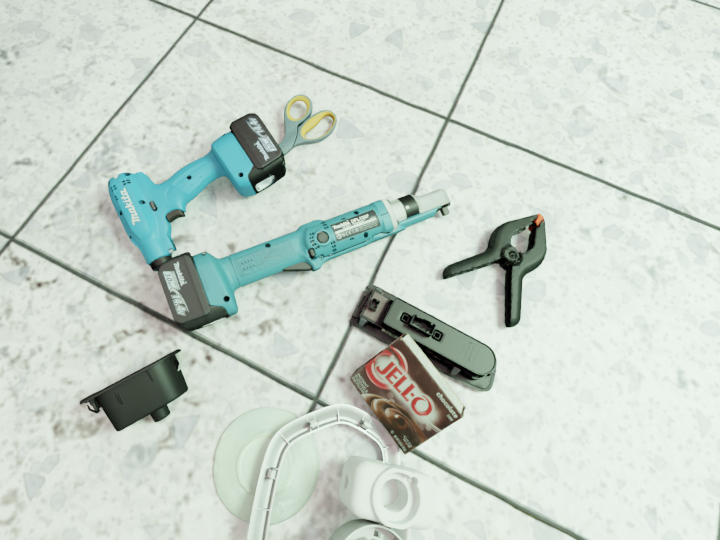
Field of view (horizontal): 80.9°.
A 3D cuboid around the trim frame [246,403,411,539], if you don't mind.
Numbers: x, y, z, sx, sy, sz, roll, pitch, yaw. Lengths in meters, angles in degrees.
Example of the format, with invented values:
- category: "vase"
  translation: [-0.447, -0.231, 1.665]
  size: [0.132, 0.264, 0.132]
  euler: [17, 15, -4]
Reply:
- category: "trim frame"
  translation: [-0.032, 0.284, 0.482]
  size: [0.181, 0.027, 0.252]
  euler: [13, 67, -9]

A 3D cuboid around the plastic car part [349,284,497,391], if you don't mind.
- category: "plastic car part"
  translation: [0.092, 0.084, 0.558]
  size: [0.206, 0.066, 0.066]
  euler: [29, 64, 6]

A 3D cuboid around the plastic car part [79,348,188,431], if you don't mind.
- category: "plastic car part"
  translation: [-0.267, 0.156, 0.524]
  size: [0.115, 0.067, 0.071]
  euler: [-25, 89, -15]

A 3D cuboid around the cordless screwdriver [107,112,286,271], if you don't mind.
- category: "cordless screwdriver"
  translation: [-0.223, -0.110, 0.614]
  size: [0.247, 0.074, 0.161]
  euler: [-28, 83, -6]

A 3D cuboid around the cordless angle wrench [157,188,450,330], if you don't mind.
- category: "cordless angle wrench"
  translation: [-0.058, -0.038, 0.594]
  size: [0.417, 0.074, 0.099]
  euler: [-22, 83, -13]
